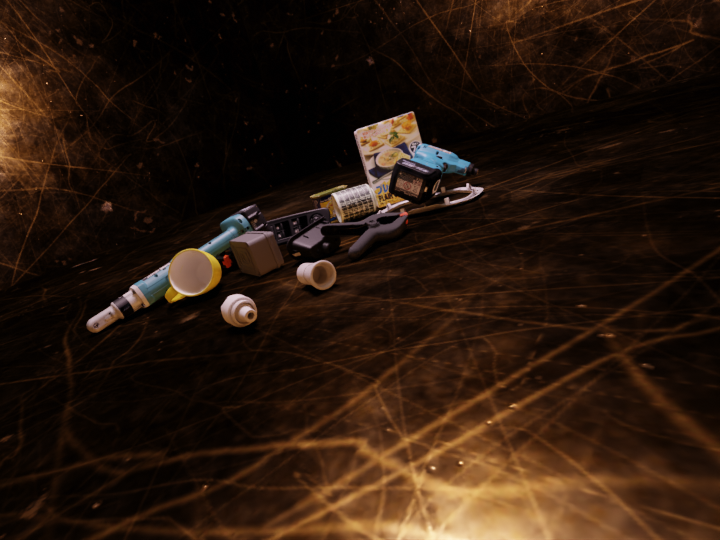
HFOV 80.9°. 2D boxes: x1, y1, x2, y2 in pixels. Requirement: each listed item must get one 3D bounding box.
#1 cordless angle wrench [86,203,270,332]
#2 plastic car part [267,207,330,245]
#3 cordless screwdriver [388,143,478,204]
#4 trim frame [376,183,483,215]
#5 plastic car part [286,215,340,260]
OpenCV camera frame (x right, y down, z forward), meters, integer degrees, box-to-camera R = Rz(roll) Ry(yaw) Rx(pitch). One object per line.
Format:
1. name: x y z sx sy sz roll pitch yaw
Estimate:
1. cordless angle wrench: -0.376 -0.007 0.900 0.102 0.072 0.416 -6 29 51
2. plastic car part: -0.167 -0.106 1.080 0.207 0.067 0.065 -14 -11 14
3. cordless screwdriver: 0.173 -0.226 0.978 0.165 0.073 0.245 23 35 16
4. trim frame: 0.154 -0.160 0.977 0.255 0.027 0.183 -10 20 19
5. plastic car part: -0.082 -0.054 0.841 0.075 0.064 0.114 12 35 34
